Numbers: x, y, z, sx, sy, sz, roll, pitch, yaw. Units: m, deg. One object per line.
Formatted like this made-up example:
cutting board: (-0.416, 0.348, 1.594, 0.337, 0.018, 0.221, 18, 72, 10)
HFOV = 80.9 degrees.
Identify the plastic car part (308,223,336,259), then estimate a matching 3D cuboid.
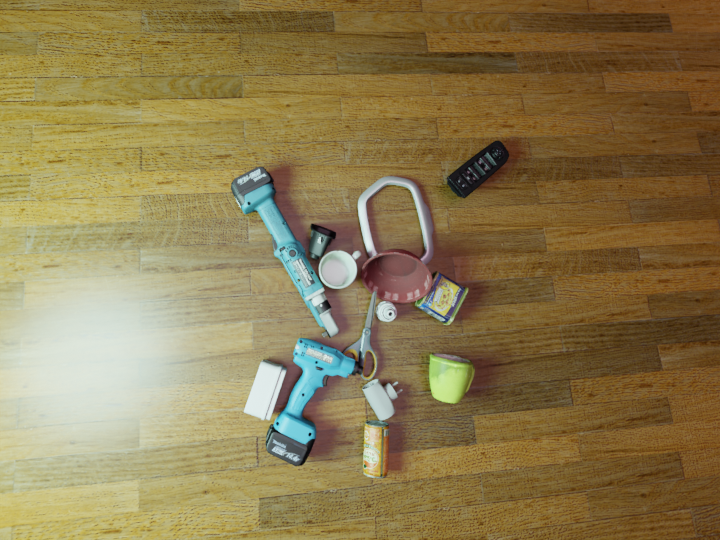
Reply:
plastic car part: (-0.096, -0.063, 0.977, 0.065, 0.118, 0.070, 19, 103, -6)

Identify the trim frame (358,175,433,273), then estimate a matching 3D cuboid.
trim frame: (0.091, -0.114, 1.041, 0.182, 0.027, 0.252, -11, 79, -6)

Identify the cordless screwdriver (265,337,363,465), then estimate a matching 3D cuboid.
cordless screwdriver: (-0.102, 0.288, 0.922, 0.159, 0.074, 0.250, 20, 78, -2)

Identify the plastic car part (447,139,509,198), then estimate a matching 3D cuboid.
plastic car part: (0.294, -0.250, 1.063, 0.201, 0.066, 0.068, -40, 82, -15)

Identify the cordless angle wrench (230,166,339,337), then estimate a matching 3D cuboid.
cordless angle wrench: (-0.162, -0.038, 0.983, 0.097, 0.074, 0.426, -29, 86, -11)
